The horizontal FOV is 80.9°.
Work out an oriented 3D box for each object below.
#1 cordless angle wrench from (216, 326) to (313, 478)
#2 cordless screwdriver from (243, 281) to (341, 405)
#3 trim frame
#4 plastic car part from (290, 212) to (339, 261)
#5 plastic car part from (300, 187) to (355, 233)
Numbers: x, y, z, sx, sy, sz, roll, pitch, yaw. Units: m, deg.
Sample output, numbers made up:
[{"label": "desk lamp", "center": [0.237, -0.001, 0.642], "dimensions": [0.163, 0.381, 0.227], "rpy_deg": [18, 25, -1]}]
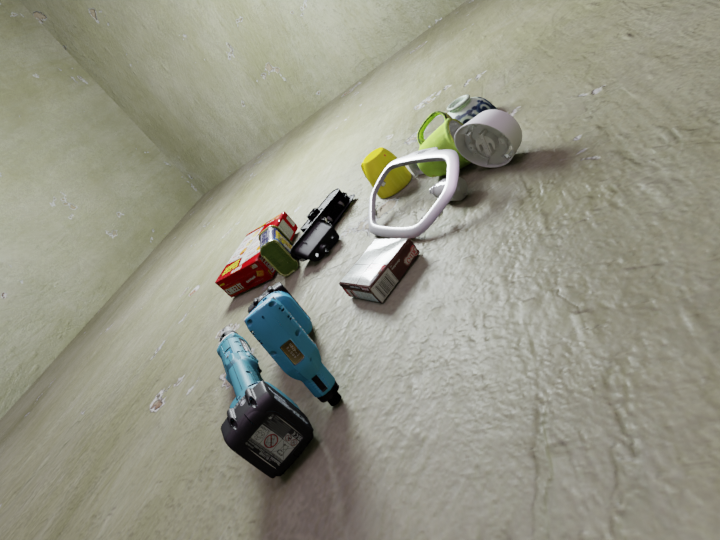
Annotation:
[{"label": "cordless angle wrench", "center": [-0.189, 0.161, 0.681], "dimensions": [0.074, 0.094, 0.440], "rpy_deg": [-48, 23, -10]}, {"label": "cordless screwdriver", "center": [-0.102, 0.101, 0.633], "dimensions": [0.074, 0.157, 0.253], "rpy_deg": [-40, 9, -7]}, {"label": "trim frame", "center": [0.089, -0.145, 0.782], "dimensions": [0.259, 0.026, 0.184], "rpy_deg": [11, 81, 61]}, {"label": "plastic car part", "center": [-0.091, -0.060, 0.932], "dimensions": [0.075, 0.062, 0.116], "rpy_deg": [18, 64, 46]}, {"label": "plastic car part", "center": [-0.091, -0.131, 1.037], "dimensions": [0.202, 0.065, 0.068], "rpy_deg": [-51, 19, -27]}]
